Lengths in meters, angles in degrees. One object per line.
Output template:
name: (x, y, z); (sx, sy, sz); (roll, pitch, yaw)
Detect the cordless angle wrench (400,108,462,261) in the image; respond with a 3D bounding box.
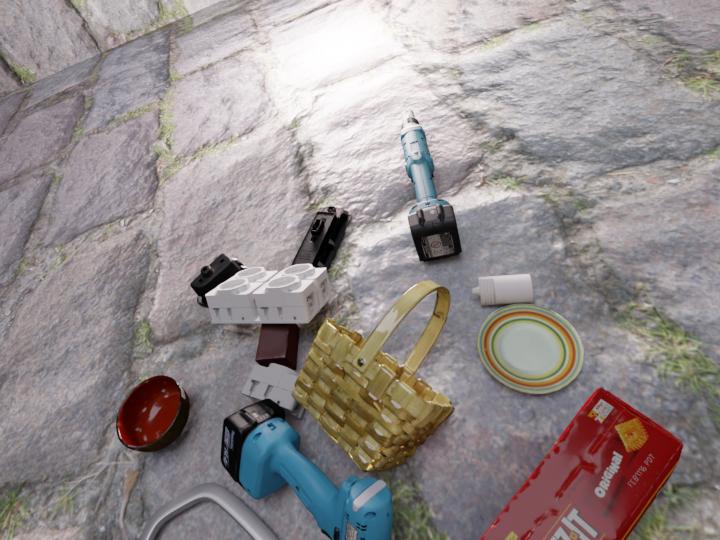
cordless angle wrench: (0.117, -0.204, 0.833); (0.076, 0.093, 0.436); (-14, 47, 12)

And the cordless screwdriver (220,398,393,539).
cordless screwdriver: (-0.073, 0.278, 0.517); (0.263, 0.157, 0.071); (17, 18, 40)

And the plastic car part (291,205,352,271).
plastic car part: (-0.079, -0.052, 0.806); (0.068, 0.064, 0.205); (10, 60, 17)

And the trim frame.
trim frame: (-0.191, 0.388, 0.524); (0.261, 0.026, 0.183); (21, 62, 31)

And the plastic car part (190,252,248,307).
plastic car part: (-0.280, 0.013, 0.823); (0.070, 0.067, 0.115); (31, 66, 36)
